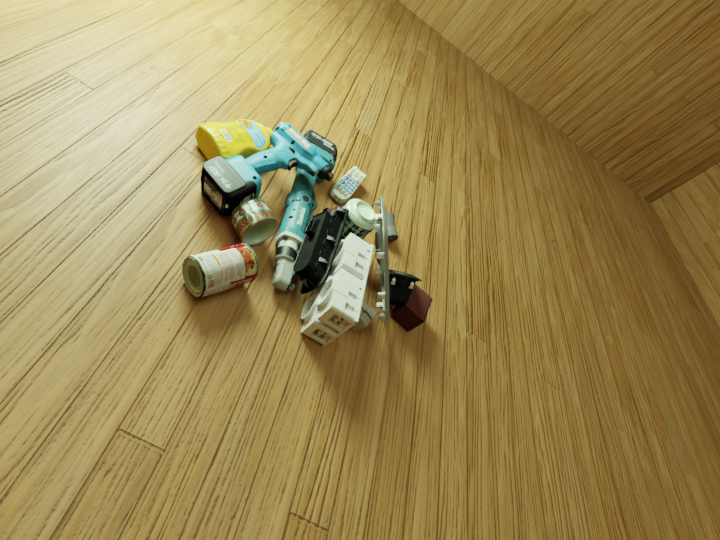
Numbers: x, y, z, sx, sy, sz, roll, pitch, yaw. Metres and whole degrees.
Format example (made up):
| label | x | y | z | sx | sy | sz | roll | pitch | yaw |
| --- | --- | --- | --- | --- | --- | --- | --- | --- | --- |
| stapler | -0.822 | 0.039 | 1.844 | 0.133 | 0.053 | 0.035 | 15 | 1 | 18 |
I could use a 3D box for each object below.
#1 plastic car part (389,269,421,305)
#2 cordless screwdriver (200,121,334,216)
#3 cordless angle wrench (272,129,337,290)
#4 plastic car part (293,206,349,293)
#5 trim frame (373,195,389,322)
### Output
| label | x | y | z | sx | sy | sz | roll | pitch | yaw |
| --- | --- | --- | --- | --- | --- | --- | --- | --- | --- |
| plastic car part | 0.077 | 0.037 | 0.866 | 0.066 | 0.116 | 0.071 | 13 | 90 | -1 |
| cordless screwdriver | -0.176 | -0.189 | 0.827 | 0.163 | 0.074 | 0.245 | 42 | 55 | 10 |
| cordless angle wrench | -0.125 | -0.134 | 0.881 | 0.094 | 0.075 | 0.433 | 26 | 46 | -21 |
| plastic car part | -0.077 | -0.051 | 0.790 | 0.063 | 0.069 | 0.207 | 49 | 40 | -40 |
| trim frame | 0.039 | -0.018 | 0.801 | 0.028 | 0.243 | 0.187 | -3 | 19 | 2 |
